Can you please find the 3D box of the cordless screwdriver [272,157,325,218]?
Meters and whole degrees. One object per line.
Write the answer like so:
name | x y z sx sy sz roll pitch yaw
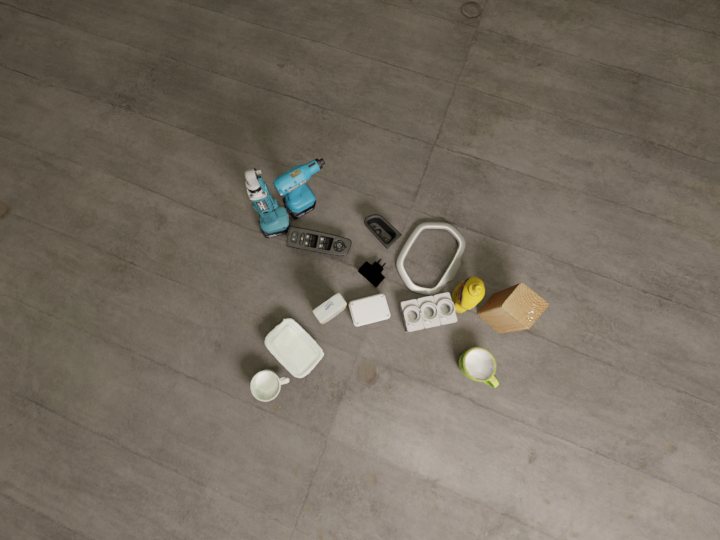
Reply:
cordless screwdriver | -0.175 -0.253 1.295 0.158 0.245 0.076 -32 81 -7

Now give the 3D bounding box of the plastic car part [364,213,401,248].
plastic car part | 0.064 -0.124 1.339 0.066 0.070 0.119 -43 79 -9

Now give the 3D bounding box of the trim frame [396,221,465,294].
trim frame | 0.223 -0.042 1.331 0.188 0.027 0.248 30 79 10

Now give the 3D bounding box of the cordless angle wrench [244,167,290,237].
cordless angle wrench | -0.271 -0.188 1.195 0.097 0.417 0.076 -14 80 -5

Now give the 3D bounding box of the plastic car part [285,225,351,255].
plastic car part | -0.131 -0.086 1.342 0.205 0.066 0.067 10 77 5
